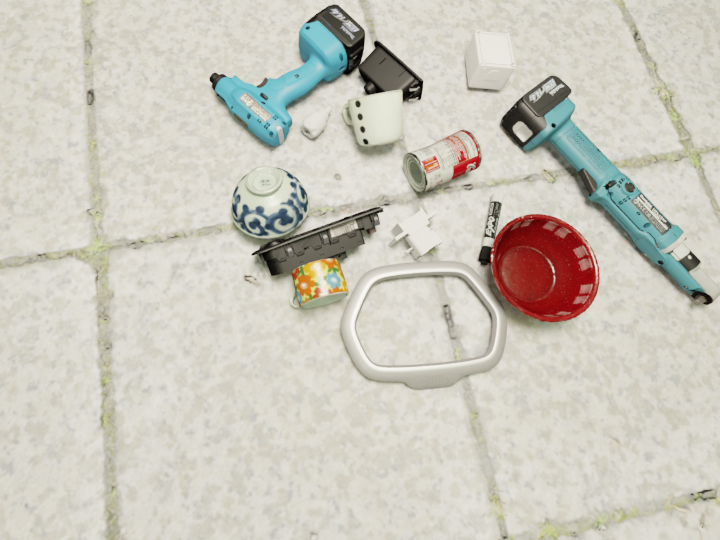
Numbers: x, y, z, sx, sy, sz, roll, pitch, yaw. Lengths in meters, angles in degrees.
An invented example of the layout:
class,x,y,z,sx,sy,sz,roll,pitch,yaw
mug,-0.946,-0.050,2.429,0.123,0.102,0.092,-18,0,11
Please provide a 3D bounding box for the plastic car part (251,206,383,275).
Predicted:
class,x,y,z,sx,sy,sz,roll,pitch,yaw
plastic car part,-0.062,-0.040,0.633,0.200,0.068,0.066,-16,104,-9

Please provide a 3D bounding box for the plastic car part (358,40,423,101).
class,x,y,z,sx,sy,sz,roll,pitch,yaw
plastic car part,0.042,-0.323,0.719,0.071,0.064,0.119,-45,79,0

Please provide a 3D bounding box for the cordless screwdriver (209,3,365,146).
class,x,y,z,sx,sy,sz,roll,pitch,yaw
cordless screwdriver,-0.119,-0.338,0.705,0.162,0.073,0.248,42,80,8

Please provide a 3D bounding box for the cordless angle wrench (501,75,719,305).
class,x,y,z,sx,sy,sz,roll,pitch,yaw
cordless angle wrench,0.407,-0.123,0.675,0.097,0.074,0.429,-37,82,-13

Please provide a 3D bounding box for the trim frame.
class,x,y,z,sx,sy,sz,roll,pitch,yaw
trim frame,0.094,0.077,0.622,0.246,0.027,0.188,-5,74,-6
